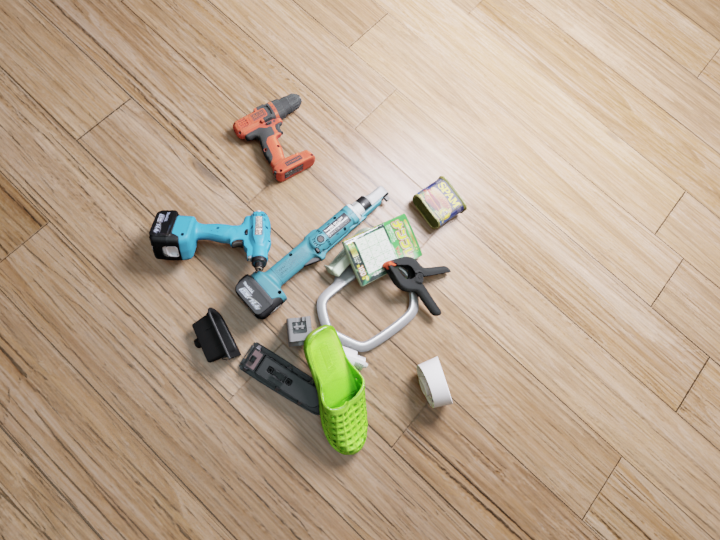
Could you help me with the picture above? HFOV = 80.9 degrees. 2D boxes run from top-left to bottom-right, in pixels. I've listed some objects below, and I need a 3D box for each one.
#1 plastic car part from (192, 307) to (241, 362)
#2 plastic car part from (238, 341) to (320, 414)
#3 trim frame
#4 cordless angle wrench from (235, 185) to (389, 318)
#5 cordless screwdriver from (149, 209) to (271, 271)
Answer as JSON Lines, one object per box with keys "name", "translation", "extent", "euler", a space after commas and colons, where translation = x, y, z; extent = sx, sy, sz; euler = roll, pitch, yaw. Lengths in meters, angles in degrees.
{"name": "plastic car part", "translation": [-0.314, 0.145, 0.893], "extent": [0.071, 0.064, 0.119], "euler": [-33, 79, 1]}
{"name": "plastic car part", "translation": [-0.154, 0.228, 0.884], "extent": [0.203, 0.067, 0.066], "euler": [33, 68, 0]}
{"name": "trim frame", "translation": [0.019, 0.069, 0.956], "extent": [0.246, 0.027, 0.187], "euler": [-35, 83, -10]}
{"name": "cordless angle wrench", "translation": [-0.094, -0.061, 0.957], "extent": [0.419, 0.074, 0.099], "euler": [-42, 85, -16]}
{"name": "cordless screwdriver", "translation": [-0.316, -0.060, 0.903], "extent": [0.246, 0.072, 0.165], "euler": [-2, 47, -8]}
